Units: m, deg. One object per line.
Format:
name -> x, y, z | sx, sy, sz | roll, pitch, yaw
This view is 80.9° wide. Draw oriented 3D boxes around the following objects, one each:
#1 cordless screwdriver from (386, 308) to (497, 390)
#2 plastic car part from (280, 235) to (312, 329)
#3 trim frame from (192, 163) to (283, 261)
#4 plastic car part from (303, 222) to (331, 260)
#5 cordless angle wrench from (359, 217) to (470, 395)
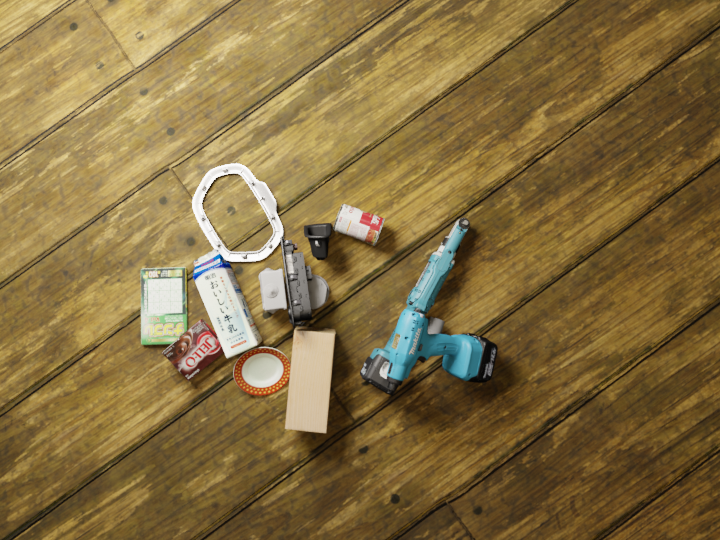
cordless screwdriver -> 0.164, 0.186, 0.879 | 0.238, 0.077, 0.159 | 20, 85, -28
plastic car part -> -0.137, 0.027, 0.915 | 0.066, 0.066, 0.208 | -3, 70, -11
trim frame -> -0.290, -0.136, 1.000 | 0.184, 0.027, 0.251 | -31, 83, -2
plastic car part -> -0.093, -0.061, 0.951 | 0.066, 0.119, 0.069 | -7, 112, -2
cordless angle wrench -> 0.135, 0.066, 0.944 | 0.075, 0.097, 0.423 | 30, 83, 0
